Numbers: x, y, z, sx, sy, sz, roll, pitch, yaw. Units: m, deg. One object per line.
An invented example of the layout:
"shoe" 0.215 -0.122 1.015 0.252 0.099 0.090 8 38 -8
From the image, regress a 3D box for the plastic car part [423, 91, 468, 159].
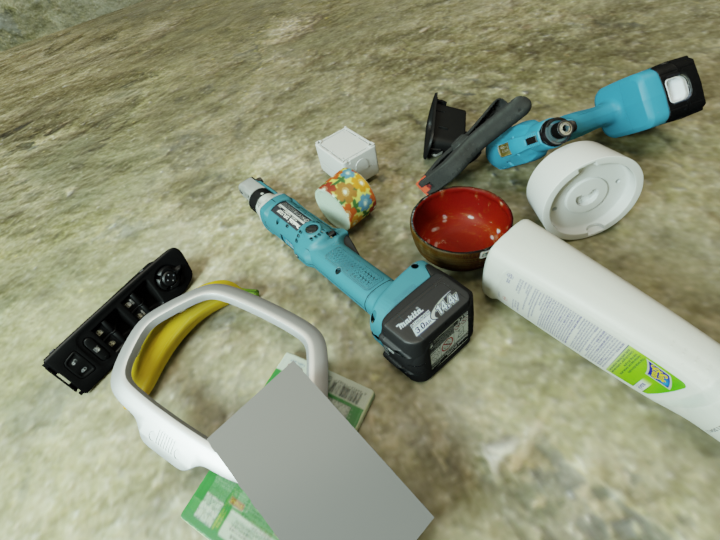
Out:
"plastic car part" 0.138 -0.215 0.660 0.071 0.064 0.119 7 53 2

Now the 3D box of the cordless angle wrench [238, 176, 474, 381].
"cordless angle wrench" -0.053 -0.035 0.546 0.097 0.071 0.448 -37 47 -18

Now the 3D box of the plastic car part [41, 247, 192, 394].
"plastic car part" -0.302 0.054 0.547 0.070 0.063 0.202 2 46 51

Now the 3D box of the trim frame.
"trim frame" -0.147 0.104 0.440 0.259 0.026 0.184 20 57 22

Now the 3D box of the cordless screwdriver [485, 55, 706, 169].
"cordless screwdriver" 0.303 -0.195 0.534 0.248 0.074 0.161 -20 8 -2
